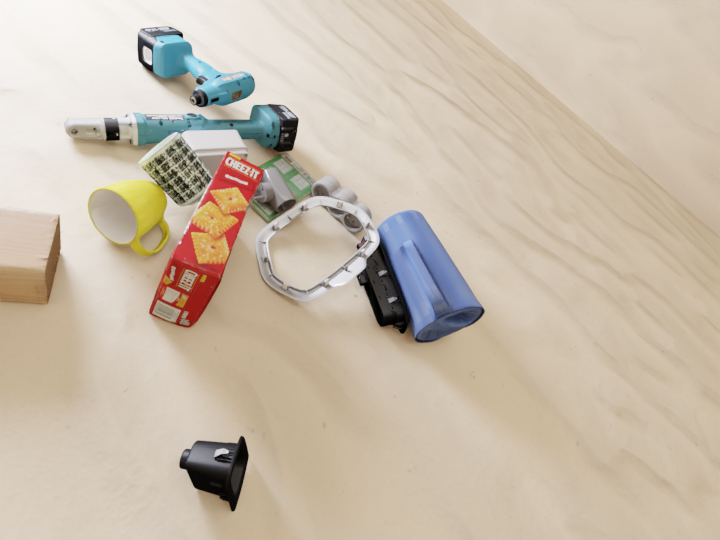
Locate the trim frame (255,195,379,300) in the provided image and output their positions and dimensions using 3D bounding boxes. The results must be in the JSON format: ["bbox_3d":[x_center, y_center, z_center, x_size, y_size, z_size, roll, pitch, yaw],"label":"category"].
[{"bbox_3d":[-0.075,-0.049,0.771,0.190,0.027,0.244,43,59,16],"label":"trim frame"}]

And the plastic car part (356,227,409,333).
[{"bbox_3d":[0.033,0.022,0.793,0.065,0.066,0.211,-11,62,-26],"label":"plastic car part"}]

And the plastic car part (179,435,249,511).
[{"bbox_3d":[-0.171,0.225,0.488,0.071,0.113,0.067,8,50,1],"label":"plastic car part"}]

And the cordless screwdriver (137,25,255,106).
[{"bbox_3d":[-0.354,-0.406,0.856,0.256,0.073,0.157,32,43,13],"label":"cordless screwdriver"}]

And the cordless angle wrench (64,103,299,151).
[{"bbox_3d":[-0.322,-0.273,0.810,0.407,0.073,0.103,-13,46,-32],"label":"cordless angle wrench"}]
